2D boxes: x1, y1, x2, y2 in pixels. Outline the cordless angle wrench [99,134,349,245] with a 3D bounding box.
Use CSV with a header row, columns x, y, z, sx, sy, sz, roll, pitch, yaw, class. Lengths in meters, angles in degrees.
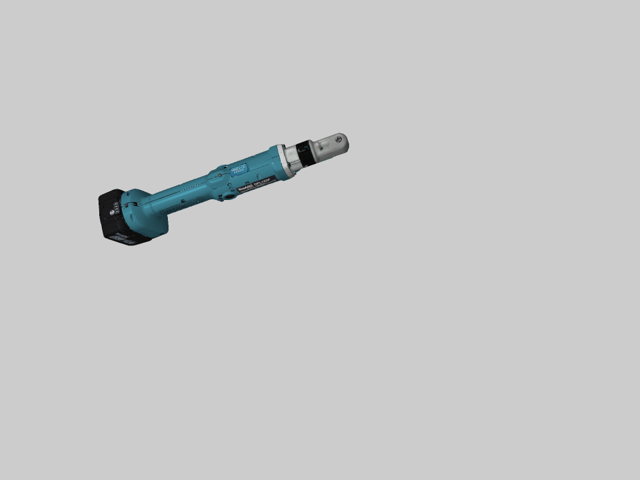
x,y,z,sx,sy,sz,roll,pitch,yaw,class
-0.156,-0.094,0.701,0.423,0.074,0.098,-18,-16,8,cordless angle wrench
